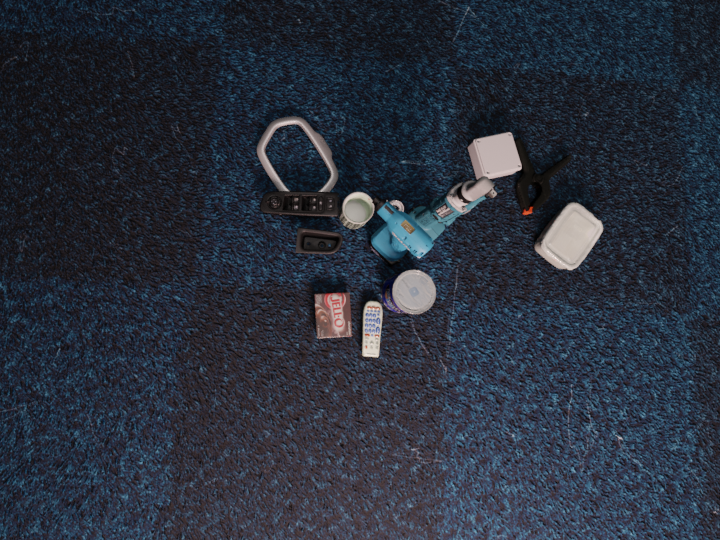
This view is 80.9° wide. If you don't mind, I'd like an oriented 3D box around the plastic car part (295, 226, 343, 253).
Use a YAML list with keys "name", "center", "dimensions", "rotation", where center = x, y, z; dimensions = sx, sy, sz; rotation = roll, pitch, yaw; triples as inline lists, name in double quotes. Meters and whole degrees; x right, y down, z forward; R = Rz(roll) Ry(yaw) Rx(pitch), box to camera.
- name: "plastic car part"
  center: [-0.106, -0.069, 1.084]
  dimensions: [0.116, 0.071, 0.066]
  rotation: [5, 83, -4]

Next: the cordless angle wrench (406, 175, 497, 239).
- name: "cordless angle wrench"
  center: [0.184, -0.133, 0.932]
  dimensions: [0.074, 0.424, 0.098]
  rotation: [-43, 92, -9]

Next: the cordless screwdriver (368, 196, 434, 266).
- name: "cordless screwdriver"
  center: [0.072, -0.090, 1.007]
  dimensions: [0.074, 0.249, 0.160]
  rotation: [-44, 91, -9]

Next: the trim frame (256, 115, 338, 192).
- name: "trim frame"
  center: [-0.167, -0.299, 1.137]
  dimensions: [0.183, 0.027, 0.251]
  rotation: [-33, 85, -7]

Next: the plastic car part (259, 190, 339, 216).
- name: "plastic car part"
  center: [-0.158, -0.170, 1.098]
  dimensions: [0.202, 0.067, 0.067]
  rotation: [2, 83, -3]
